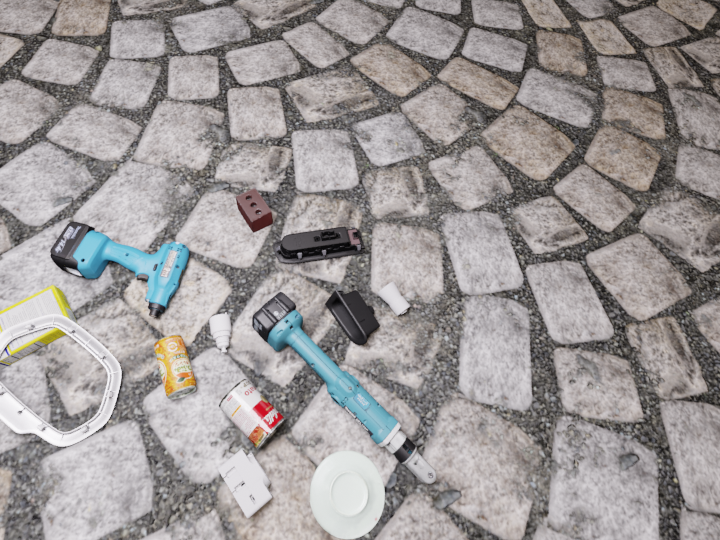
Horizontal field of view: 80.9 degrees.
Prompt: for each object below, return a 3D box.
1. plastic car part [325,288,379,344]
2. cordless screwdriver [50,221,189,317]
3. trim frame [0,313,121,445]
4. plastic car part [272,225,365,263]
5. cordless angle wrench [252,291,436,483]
[{"bbox_3d":[-0.007,0.088,0.860,0.069,0.066,0.120,-28,71,-34],"label":"plastic car part"},{"bbox_3d":[-0.491,-0.002,0.858,0.248,0.073,0.162,12,62,-3],"label":"cordless screwdriver"},{"bbox_3d":[-0.548,0.192,0.751,0.249,0.027,0.183,40,71,0],"label":"trim frame"},{"bbox_3d":[-0.091,-0.059,0.927,0.201,0.066,0.068,-10,72,-7],"label":"plastic car part"},{"bbox_3d":[-0.029,0.217,0.772,0.434,0.097,0.073,43,63,13],"label":"cordless angle wrench"}]
